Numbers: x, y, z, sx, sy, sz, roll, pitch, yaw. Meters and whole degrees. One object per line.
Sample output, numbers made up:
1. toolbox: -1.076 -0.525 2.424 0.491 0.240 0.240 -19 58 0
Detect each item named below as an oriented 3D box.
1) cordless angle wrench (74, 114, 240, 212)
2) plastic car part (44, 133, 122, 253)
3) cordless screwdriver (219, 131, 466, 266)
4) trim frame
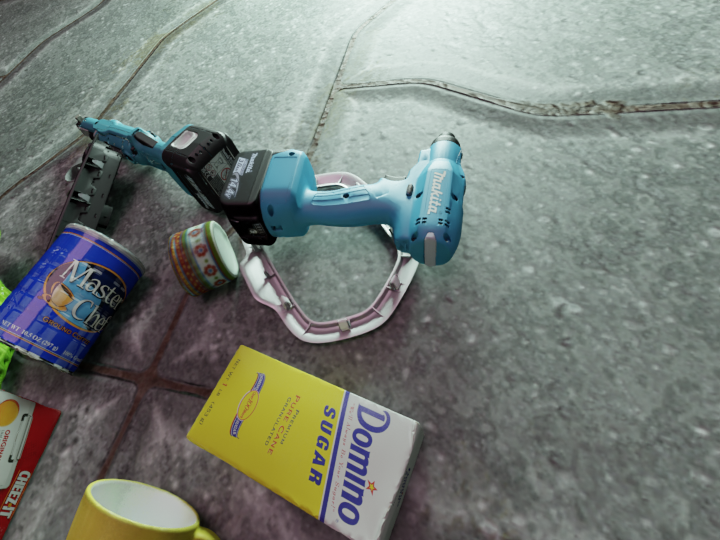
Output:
1. cordless angle wrench: -0.342 -0.194 0.661 0.446 0.093 0.074 23 65 34
2. plastic car part: -0.387 -0.101 0.602 0.065 0.068 0.206 12 71 -23
3. cordless screwdriver: -0.016 -0.093 0.461 0.256 0.071 0.161 6 58 17
4. trim frame: -0.047 -0.031 0.481 0.183 0.026 0.261 -32 54 -4
